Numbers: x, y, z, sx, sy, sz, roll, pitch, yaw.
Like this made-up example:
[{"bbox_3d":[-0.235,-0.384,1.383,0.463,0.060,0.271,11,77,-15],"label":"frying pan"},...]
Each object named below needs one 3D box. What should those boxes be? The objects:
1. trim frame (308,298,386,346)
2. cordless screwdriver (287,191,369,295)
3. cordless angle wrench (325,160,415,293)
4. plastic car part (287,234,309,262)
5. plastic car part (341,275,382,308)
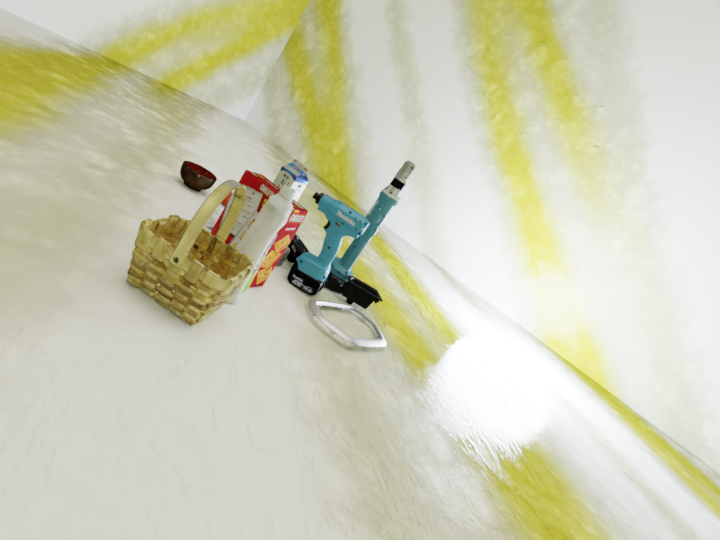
[{"bbox_3d":[-0.031,0.129,1.052,0.235,0.027,0.194,13,24,-52],"label":"trim frame"},{"bbox_3d":[-0.107,-0.070,1.095,0.161,0.249,0.073,36,15,6],"label":"cordless screwdriver"},{"bbox_3d":[0.025,-0.125,1.201,0.071,0.423,0.103,25,17,-31],"label":"cordless angle wrench"},{"bbox_3d":[-0.192,-0.062,1.250,0.063,0.067,0.212,26,17,-28],"label":"plastic car part"},{"bbox_3d":[-0.007,0.068,1.207,0.112,0.071,0.068,28,16,-20],"label":"plastic car part"}]
